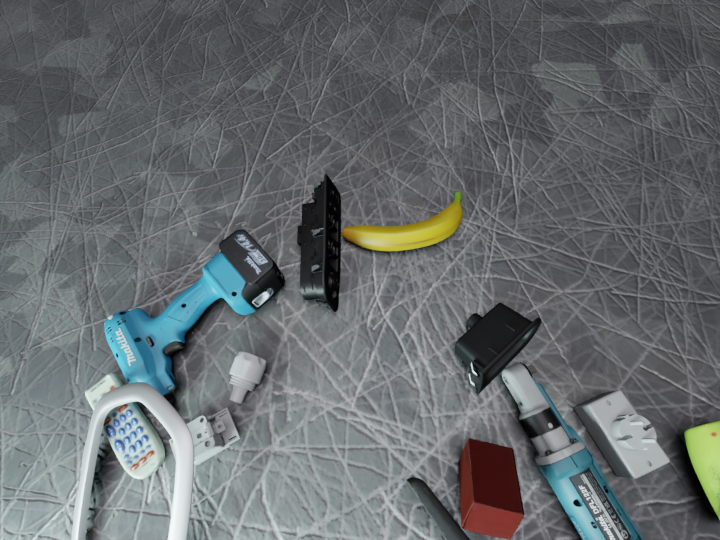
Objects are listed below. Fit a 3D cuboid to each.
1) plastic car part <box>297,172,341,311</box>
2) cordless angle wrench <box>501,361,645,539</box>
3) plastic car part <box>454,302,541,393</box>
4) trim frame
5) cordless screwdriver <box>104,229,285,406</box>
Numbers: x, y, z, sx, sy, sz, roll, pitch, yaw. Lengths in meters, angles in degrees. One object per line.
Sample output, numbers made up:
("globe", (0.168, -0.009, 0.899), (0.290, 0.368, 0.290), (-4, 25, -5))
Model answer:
("plastic car part", (-0.061, -0.040, 0.624), (0.068, 0.063, 0.208), (-9, 65, 9))
("cordless angle wrench", (0.274, 0.299, 0.439), (0.097, 0.072, 0.440), (-22, 64, -7))
("plastic car part", (0.168, 0.089, 0.552), (0.115, 0.063, 0.075), (-41, 57, -18))
("trim frame", (-0.267, 0.257, 0.486), (0.190, 0.026, 0.251), (-1, 80, 22))
("cordless screwdriver", (-0.215, 0.068, 0.582), (0.247, 0.072, 0.165), (-37, 69, -8))
